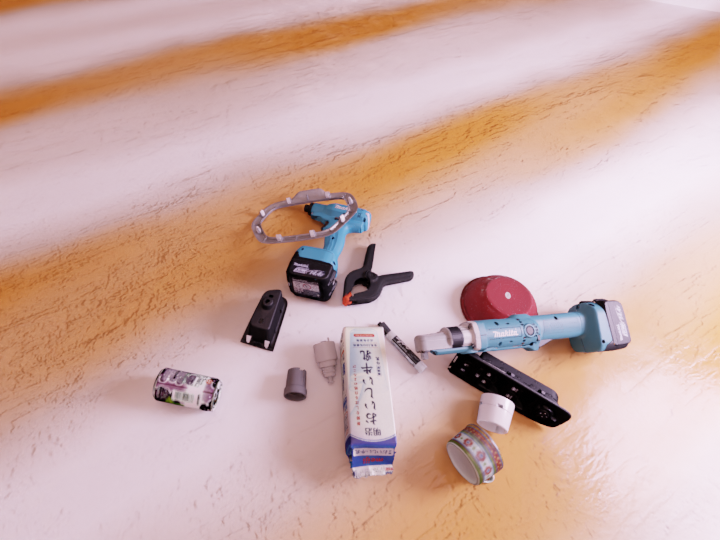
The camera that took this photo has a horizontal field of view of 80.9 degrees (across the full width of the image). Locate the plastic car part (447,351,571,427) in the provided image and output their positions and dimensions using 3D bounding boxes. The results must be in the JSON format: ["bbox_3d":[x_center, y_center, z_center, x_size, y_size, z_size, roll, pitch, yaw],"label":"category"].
[{"bbox_3d":[0.266,0.204,0.757,0.210,0.065,0.065,31,33,19],"label":"plastic car part"}]

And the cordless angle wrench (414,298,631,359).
[{"bbox_3d":[0.288,0.112,0.762,0.412,0.075,0.099,-2,77,-17],"label":"cordless angle wrench"}]

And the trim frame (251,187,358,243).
[{"bbox_3d":[-0.128,-0.123,0.935,0.255,0.026,0.188,-7,39,17],"label":"trim frame"}]

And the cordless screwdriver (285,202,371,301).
[{"bbox_3d":[-0.089,-0.058,0.914,0.164,0.072,0.250,13,50,17],"label":"cordless screwdriver"}]

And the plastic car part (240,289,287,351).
[{"bbox_3d":[-0.179,0.082,0.805,0.066,0.069,0.118,15,57,2],"label":"plastic car part"}]
